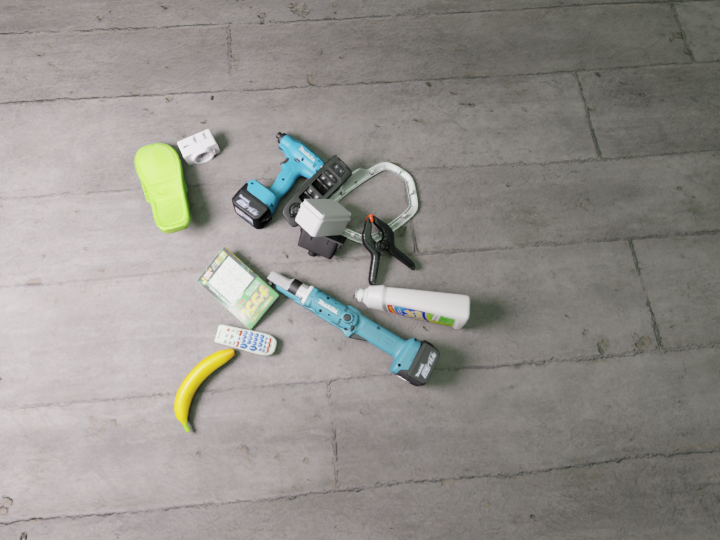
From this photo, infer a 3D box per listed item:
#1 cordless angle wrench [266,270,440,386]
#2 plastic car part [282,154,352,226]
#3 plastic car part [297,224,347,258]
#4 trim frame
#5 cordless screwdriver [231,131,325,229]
[{"bbox_3d":[-0.031,0.114,0.969,0.431,0.073,0.098,30,76,9],"label":"cordless angle wrench"},{"bbox_3d":[-0.116,-0.193,1.050,0.065,0.069,0.202,45,81,-14],"label":"plastic car part"},{"bbox_3d":[-0.100,-0.065,1.021,0.118,0.066,0.070,19,108,5],"label":"plastic car part"},{"bbox_3d":[0.031,-0.175,1.072,0.247,0.027,0.188,-36,77,-8],"label":"trim frame"},{"bbox_3d":[-0.221,-0.233,1.060,0.162,0.073,0.247,41,73,9],"label":"cordless screwdriver"}]
